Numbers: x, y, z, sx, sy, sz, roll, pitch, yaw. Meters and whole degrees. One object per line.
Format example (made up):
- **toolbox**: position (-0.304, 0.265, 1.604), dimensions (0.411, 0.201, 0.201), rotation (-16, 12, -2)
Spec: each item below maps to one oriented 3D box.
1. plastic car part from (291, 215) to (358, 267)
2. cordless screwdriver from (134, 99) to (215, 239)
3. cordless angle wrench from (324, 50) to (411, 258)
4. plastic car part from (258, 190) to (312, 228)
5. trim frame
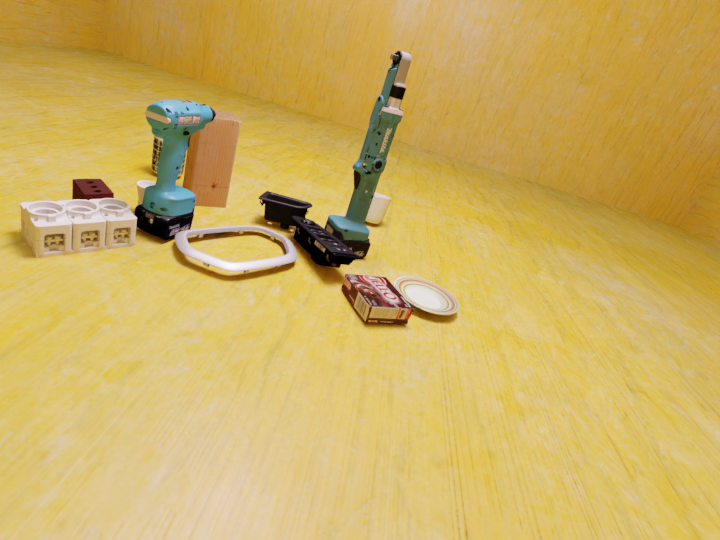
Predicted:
- **plastic car part**: position (-0.086, -0.056, 0.875), dimensions (0.063, 0.066, 0.215), rotation (0, 30, -34)
- **cordless screwdriver**: position (-0.338, -0.191, 0.789), dimensions (0.076, 0.246, 0.158), rotation (22, 24, 8)
- **cordless angle wrench**: position (0.022, -0.224, 0.869), dimensions (0.094, 0.418, 0.078), rotation (4, 28, -30)
- **plastic car part**: position (-0.176, -0.133, 0.974), dimensions (0.117, 0.070, 0.066), rotation (18, 24, 3)
- **trim frame**: position (-0.233, -0.048, 0.816), dimensions (0.194, 0.027, 0.238), rotation (33, 30, 32)
